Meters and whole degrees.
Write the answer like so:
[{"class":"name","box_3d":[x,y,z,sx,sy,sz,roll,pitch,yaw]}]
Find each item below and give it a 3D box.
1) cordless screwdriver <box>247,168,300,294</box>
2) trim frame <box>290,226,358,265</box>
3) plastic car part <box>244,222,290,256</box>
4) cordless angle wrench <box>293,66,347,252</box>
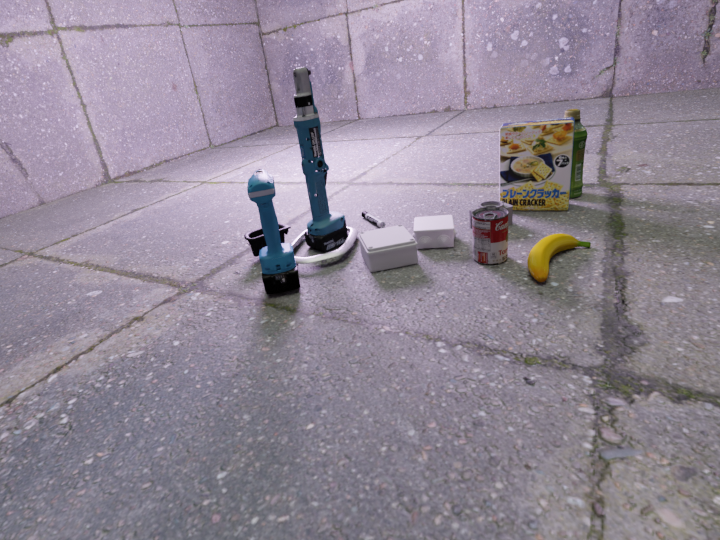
[{"class":"cordless screwdriver","box_3d":[-0.186,-0.086,0.882,0.074,0.242,0.165,-11,24,-7]},{"class":"trim frame","box_3d":[-0.104,-0.068,1.059,0.189,0.027,0.249,-2,27,15]},{"class":"plastic car part","box_3d":[-0.236,-0.071,1.065,0.113,0.069,0.070,-28,31,-33]},{"class":"cordless angle wrench","box_3d":[-0.108,-0.251,0.994,0.095,0.411,0.078,-24,28,-33]}]
